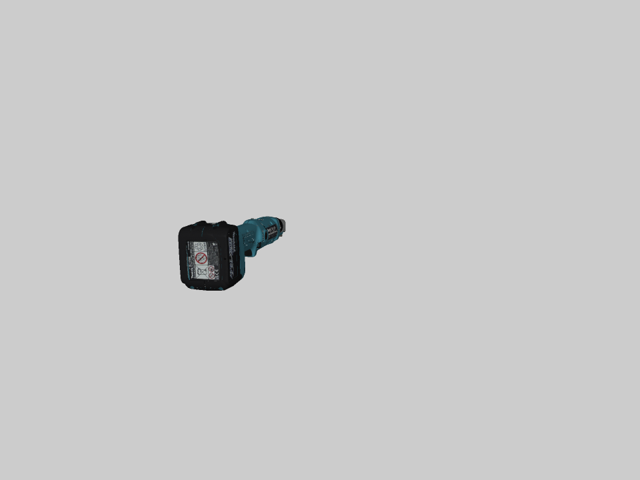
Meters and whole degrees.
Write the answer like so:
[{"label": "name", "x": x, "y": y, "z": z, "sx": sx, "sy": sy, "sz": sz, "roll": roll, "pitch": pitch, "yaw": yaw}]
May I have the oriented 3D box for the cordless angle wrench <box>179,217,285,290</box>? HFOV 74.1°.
[{"label": "cordless angle wrench", "x": -0.127, "y": -0.006, "z": 0.788, "sx": 0.074, "sy": 0.098, "sz": 0.422, "roll": 1, "pitch": 9, "yaw": 9}]
